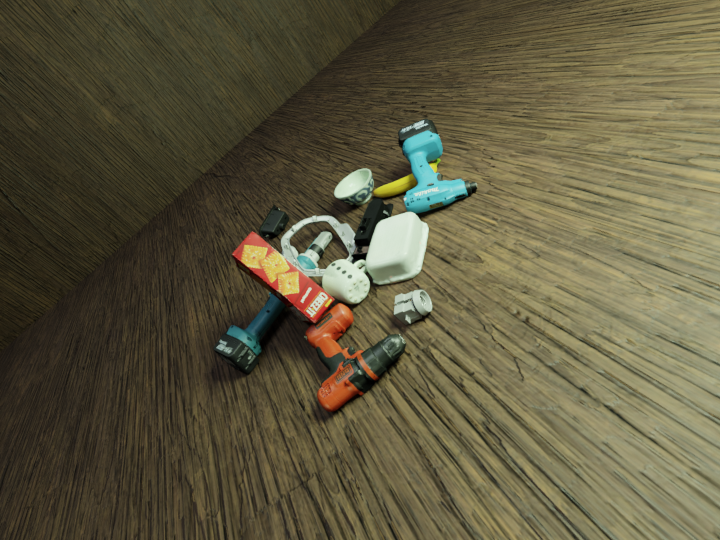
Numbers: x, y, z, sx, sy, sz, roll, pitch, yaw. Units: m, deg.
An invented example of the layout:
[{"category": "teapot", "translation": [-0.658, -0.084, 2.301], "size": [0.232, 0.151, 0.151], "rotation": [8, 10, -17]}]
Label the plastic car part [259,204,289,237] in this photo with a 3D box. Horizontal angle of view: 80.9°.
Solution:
[{"category": "plastic car part", "translation": [-0.278, -0.155, 1.405], "size": [0.074, 0.062, 0.117], "rotation": [4, 55, 31]}]

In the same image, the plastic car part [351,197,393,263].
[{"category": "plastic car part", "translation": [0.025, -0.107, 1.037], "size": [0.069, 0.064, 0.204], "rotation": [-12, 39, 37]}]

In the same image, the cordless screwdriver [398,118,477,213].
[{"category": "cordless screwdriver", "translation": [0.175, -0.255, 1.009], "size": [0.163, 0.070, 0.256], "rotation": [-15, 55, 19]}]

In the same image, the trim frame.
[{"category": "trim frame", "translation": [-0.107, -0.070, 1.090], "size": [0.182, 0.026, 0.262], "rotation": [-22, 41, -10]}]

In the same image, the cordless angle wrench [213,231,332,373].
[{"category": "cordless angle wrench", "translation": [-0.192, 0.054, 1.059], "size": [0.103, 0.071, 0.422], "rotation": [7, 52, 43]}]
